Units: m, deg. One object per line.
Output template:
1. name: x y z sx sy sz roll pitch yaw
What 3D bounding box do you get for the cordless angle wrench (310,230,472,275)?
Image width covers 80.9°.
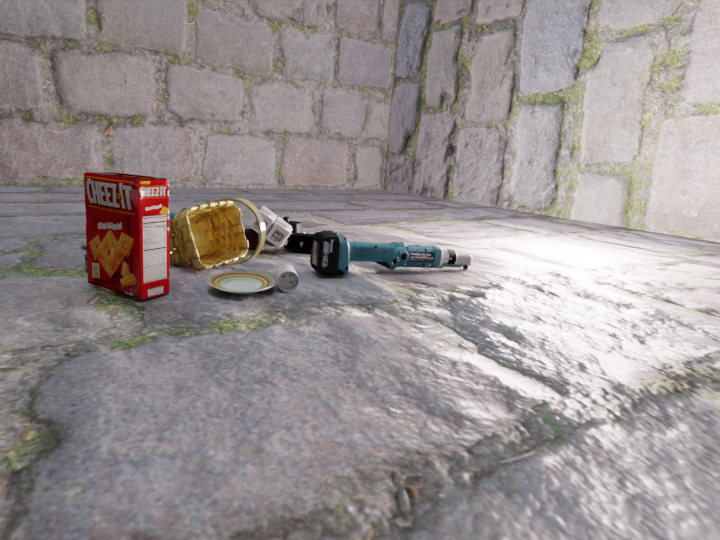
1. cordless angle wrench: 0.091 -0.036 1.023 0.410 0.097 0.077 2 10 -19

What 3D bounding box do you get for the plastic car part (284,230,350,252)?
1. plastic car part: -0.116 -0.076 1.183 0.204 0.066 0.067 1 20 3

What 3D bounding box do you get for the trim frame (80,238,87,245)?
1. trim frame: -0.641 -0.085 1.170 0.189 0.027 0.246 8 17 13

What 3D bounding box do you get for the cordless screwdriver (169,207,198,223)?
1. cordless screwdriver: -0.511 -0.089 1.061 0.075 0.160 0.243 49 14 6

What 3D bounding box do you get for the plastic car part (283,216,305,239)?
1. plastic car part: -0.233 -0.137 1.361 0.121 0.070 0.064 13 15 24
